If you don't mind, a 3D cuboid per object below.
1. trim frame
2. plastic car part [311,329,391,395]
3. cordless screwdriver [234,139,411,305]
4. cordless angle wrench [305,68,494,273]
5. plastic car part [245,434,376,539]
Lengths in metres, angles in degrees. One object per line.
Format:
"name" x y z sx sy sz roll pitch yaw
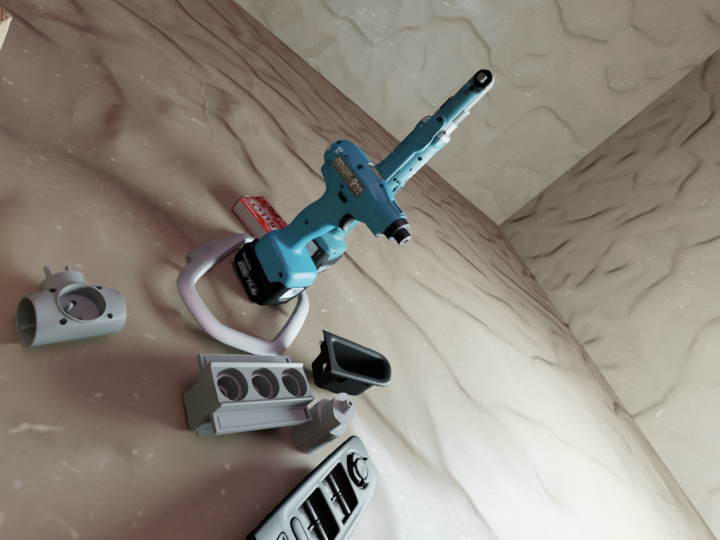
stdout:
"trim frame" -0.156 0.025 0.593 0.182 0.028 0.249 42 25 -7
"plastic car part" -0.019 0.139 0.572 0.111 0.071 0.069 29 30 -32
"cordless screwdriver" -0.056 -0.037 0.573 0.071 0.251 0.165 3 49 -56
"cordless angle wrench" 0.043 -0.151 0.692 0.076 0.427 0.095 52 26 9
"plastic car part" -0.042 0.229 0.401 0.068 0.068 0.196 52 25 12
